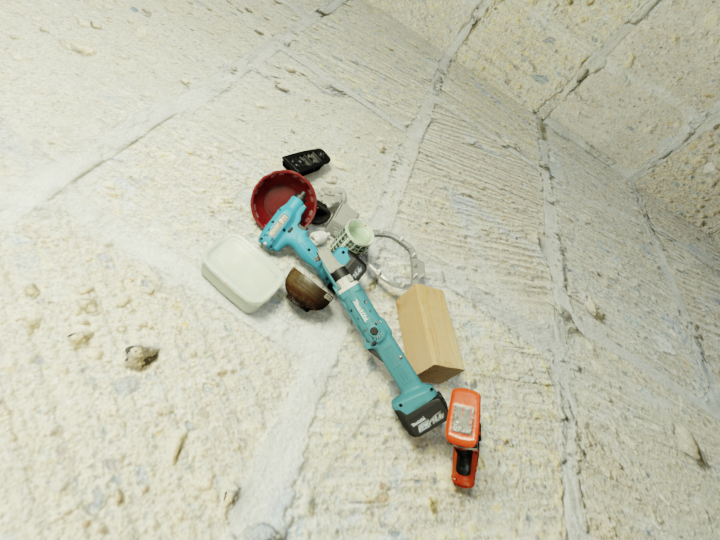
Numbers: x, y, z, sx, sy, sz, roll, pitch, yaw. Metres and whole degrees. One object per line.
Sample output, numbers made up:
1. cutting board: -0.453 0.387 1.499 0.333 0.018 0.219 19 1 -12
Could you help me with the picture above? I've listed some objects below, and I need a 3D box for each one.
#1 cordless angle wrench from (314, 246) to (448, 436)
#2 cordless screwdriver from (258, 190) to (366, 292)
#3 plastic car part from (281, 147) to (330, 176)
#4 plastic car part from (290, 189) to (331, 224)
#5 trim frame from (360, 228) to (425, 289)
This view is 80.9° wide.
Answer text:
1. cordless angle wrench: 0.029 0.130 0.891 0.432 0.098 0.072 58 3 12
2. cordless screwdriver: -0.097 -0.063 0.990 0.249 0.074 0.159 35 80 0
3. plastic car part: -0.153 -0.302 1.208 0.068 0.067 0.199 38 39 9
4. plastic car part: -0.136 -0.173 1.123 0.113 0.066 0.073 26 31 -16
5. trim frame: 0.086 -0.037 1.132 0.182 0.027 0.253 22 33 -8
